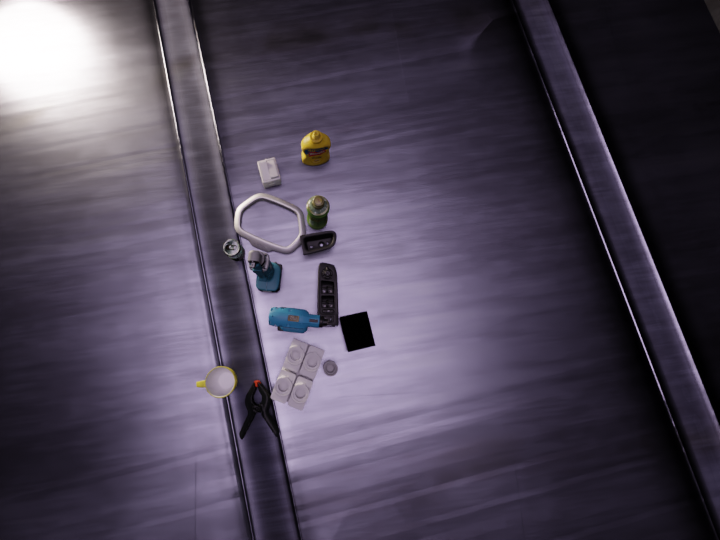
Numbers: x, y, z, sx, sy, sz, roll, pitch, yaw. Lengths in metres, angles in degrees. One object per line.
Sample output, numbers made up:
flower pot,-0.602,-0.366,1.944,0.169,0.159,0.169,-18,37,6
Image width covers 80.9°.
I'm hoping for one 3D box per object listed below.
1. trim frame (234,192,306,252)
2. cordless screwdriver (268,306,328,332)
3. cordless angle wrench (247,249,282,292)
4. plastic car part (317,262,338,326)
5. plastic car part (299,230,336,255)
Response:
trim frame,-0.299,-0.155,1.406,0.250,0.027,0.185,22,79,3
cordless screwdriver,-0.178,0.145,1.234,0.159,0.247,0.075,7,81,-4
cordless angle wrench,-0.270,-0.006,1.176,0.074,0.421,0.099,6,81,-6
plastic car part,-0.105,0.076,1.342,0.066,0.066,0.205,-1,79,-4
plastic car part,-0.134,-0.088,1.373,0.116,0.070,0.067,-12,81,-5
